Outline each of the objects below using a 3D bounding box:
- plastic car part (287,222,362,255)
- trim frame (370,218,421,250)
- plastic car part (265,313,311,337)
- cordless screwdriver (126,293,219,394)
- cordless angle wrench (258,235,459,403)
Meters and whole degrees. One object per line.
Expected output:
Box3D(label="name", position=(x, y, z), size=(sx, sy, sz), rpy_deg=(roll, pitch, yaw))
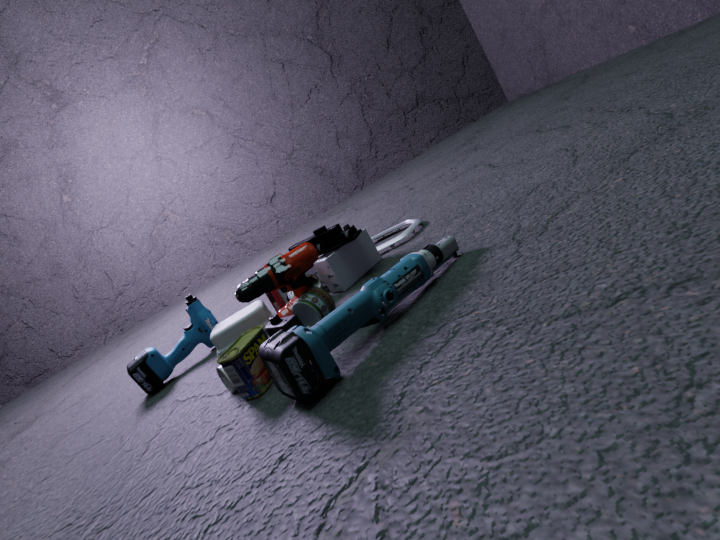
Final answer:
Box3D(label="plastic car part", position=(-0.100, -0.065, 1.019), size=(0.208, 0.065, 0.066), rpy_deg=(-26, 19, 27))
Box3D(label="trim frame", position=(0.058, -0.080, 1.179), size=(0.252, 0.027, 0.185), rpy_deg=(-28, 15, 17))
Box3D(label="plastic car part", position=(-0.151, 0.119, 0.835), size=(0.121, 0.069, 0.065), rpy_deg=(-12, 20, 46))
Box3D(label="cordless screwdriver", position=(-0.491, 0.188, 1.105), size=(0.245, 0.156, 0.077), rpy_deg=(-39, 13, -26))
Box3D(label="cordless angle wrench", position=(0.031, 0.045, 0.692), size=(0.414, 0.096, 0.077), rpy_deg=(-35, 15, -31))
